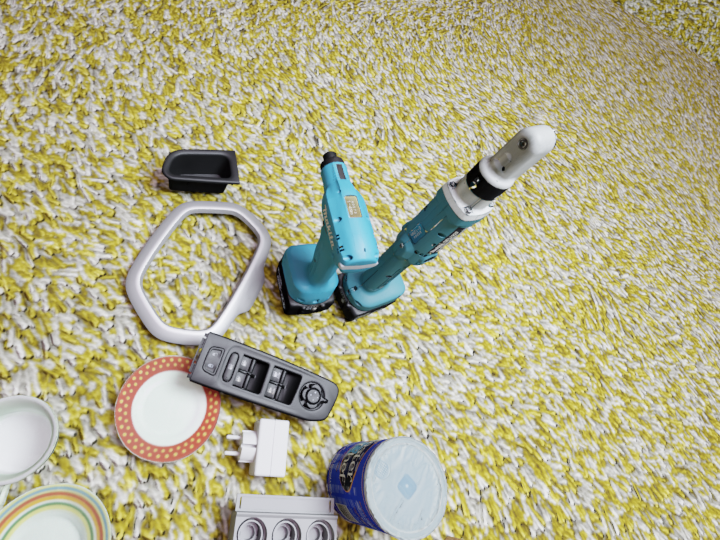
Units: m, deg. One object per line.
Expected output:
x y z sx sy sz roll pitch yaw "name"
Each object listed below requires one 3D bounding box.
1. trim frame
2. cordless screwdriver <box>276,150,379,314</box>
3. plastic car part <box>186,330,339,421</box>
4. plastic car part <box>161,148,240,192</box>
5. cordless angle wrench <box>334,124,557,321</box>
-0.239 -0.005 0.648 0.182 0.027 0.251 25 58 -6 "trim frame"
-0.058 -0.038 0.598 0.072 0.250 0.164 -4 68 -25 "cordless screwdriver"
-0.131 0.154 0.580 0.200 0.067 0.067 22 59 -8 "plastic car part"
-0.263 -0.154 0.691 0.113 0.071 0.068 -4 67 -23 "plastic car part"
0.076 -0.037 0.542 0.095 0.425 0.076 -16 75 -29 "cordless angle wrench"
